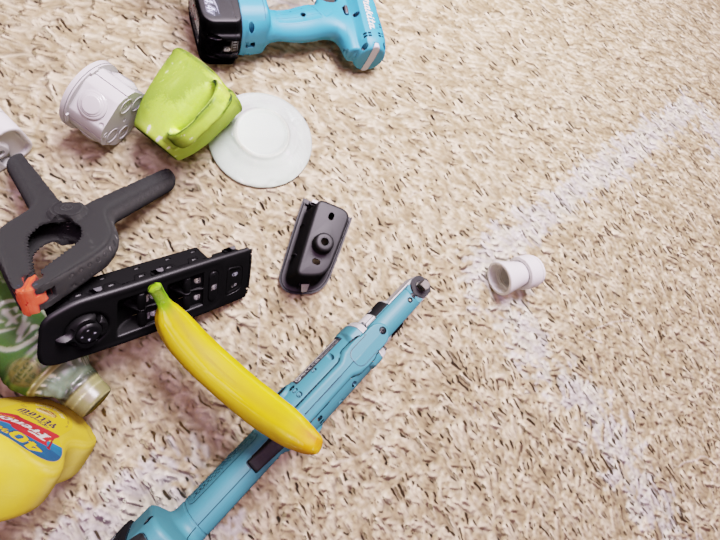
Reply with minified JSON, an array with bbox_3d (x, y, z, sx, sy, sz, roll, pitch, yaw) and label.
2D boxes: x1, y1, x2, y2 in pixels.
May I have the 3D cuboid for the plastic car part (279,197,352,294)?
[{"bbox_3d":[-0.047,-0.031,0.479,0.065,0.071,0.118,21,69,-11],"label":"plastic car part"}]

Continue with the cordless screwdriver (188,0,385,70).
[{"bbox_3d":[-0.093,-0.344,0.548,0.242,0.075,0.162,-8,77,-20],"label":"cordless screwdriver"}]

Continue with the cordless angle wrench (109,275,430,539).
[{"bbox_3d":[-0.065,0.145,0.426,0.074,0.099,0.418,48,66,-3],"label":"cordless angle wrench"}]

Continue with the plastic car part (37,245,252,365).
[{"bbox_3d":[-0.201,0.019,0.403,0.070,0.065,0.197,38,40,22],"label":"plastic car part"}]
